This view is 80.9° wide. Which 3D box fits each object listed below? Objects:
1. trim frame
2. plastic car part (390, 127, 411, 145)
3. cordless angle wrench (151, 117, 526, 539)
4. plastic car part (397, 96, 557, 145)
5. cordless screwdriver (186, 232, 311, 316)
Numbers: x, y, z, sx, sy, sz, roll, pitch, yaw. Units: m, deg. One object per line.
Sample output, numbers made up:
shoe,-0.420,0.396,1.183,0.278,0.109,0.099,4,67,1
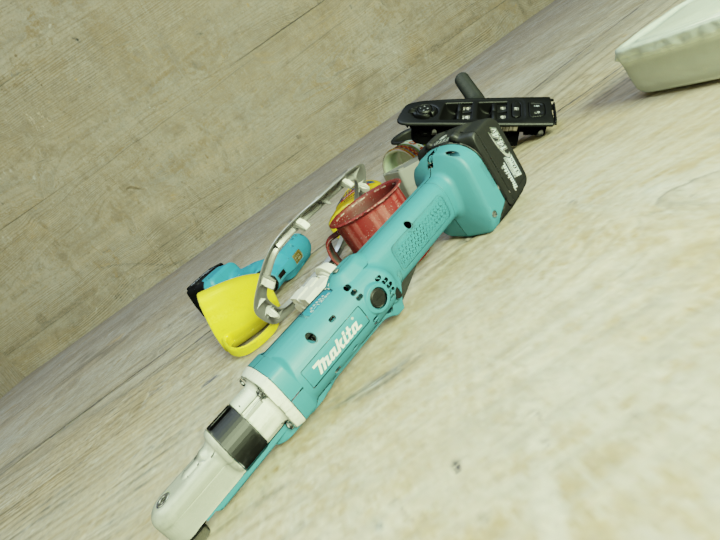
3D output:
trim frame,-0.051,-0.034,0.525,0.246,0.028,0.180,-48,-21,-40
plastic car part,0.123,-0.231,0.795,0.122,0.068,0.065,6,46,45
cordless angle wrench,0.001,0.022,0.354,0.419,0.095,0.077,-48,22,-25
plastic car part,0.156,-0.207,0.596,0.208,0.064,0.067,8,60,14
cordless screwdriver,-0.212,0.021,0.763,0.256,0.072,0.159,-21,22,29
